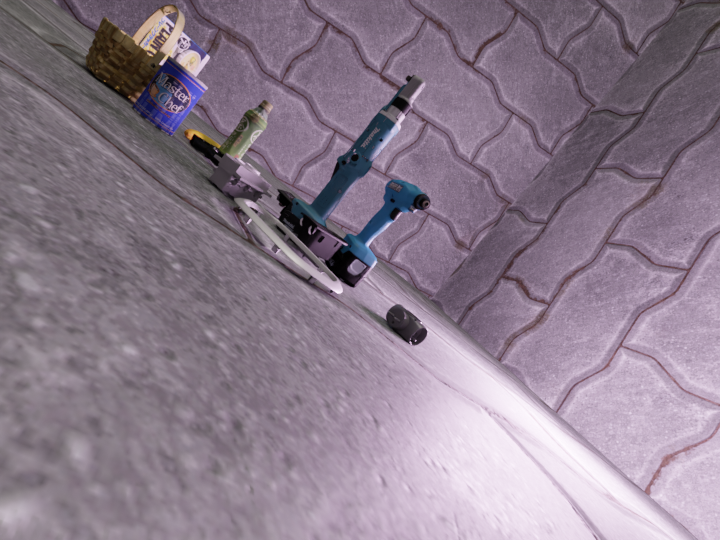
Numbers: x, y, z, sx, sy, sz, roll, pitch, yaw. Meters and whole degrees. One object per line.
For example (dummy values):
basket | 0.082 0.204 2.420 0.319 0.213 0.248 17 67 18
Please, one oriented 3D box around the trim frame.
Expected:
trim frame | -0.122 -0.044 0.706 0.260 0.027 0.176 41 5 24

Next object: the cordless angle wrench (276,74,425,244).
cordless angle wrench | -0.009 -0.227 0.878 0.101 0.423 0.072 41 6 15

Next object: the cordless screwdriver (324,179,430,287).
cordless screwdriver | 0.036 -0.077 0.880 0.071 0.249 0.166 37 6 -26

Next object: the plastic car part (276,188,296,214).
plastic car part | -0.136 -0.114 1.019 0.211 0.067 0.064 41 5 21

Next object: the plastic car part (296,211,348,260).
plastic car part | -0.082 -0.053 0.836 0.110 0.071 0.070 34 7 -45
